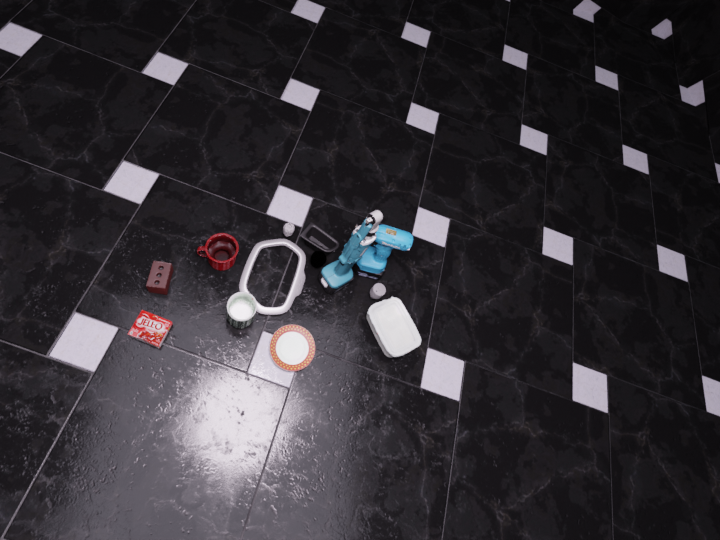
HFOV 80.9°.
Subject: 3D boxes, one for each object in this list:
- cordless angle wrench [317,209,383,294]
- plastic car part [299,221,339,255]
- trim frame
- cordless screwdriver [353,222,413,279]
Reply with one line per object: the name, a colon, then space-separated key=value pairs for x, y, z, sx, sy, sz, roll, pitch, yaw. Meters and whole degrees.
cordless angle wrench: x=-0.022 y=-0.048 z=1.128 sx=0.096 sy=0.422 sz=0.076 roll=-29 pitch=79 yaw=-26
plastic car part: x=-0.129 y=-0.084 z=1.319 sx=0.118 sy=0.070 sz=0.066 roll=36 pitch=62 yaw=4
trim frame: x=-0.257 y=0.014 z=1.266 sx=0.183 sy=0.027 sz=0.252 roll=17 pitch=62 yaw=-5
cordless screwdriver: x=0.035 y=-0.061 z=1.246 sx=0.157 sy=0.248 sz=0.075 roll=18 pitch=64 yaw=-9
